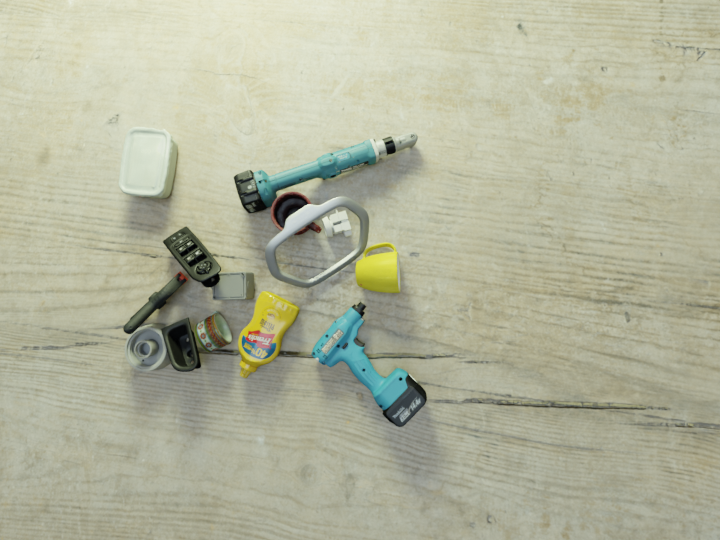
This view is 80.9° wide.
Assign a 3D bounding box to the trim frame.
[{"bbox_3d":[-0.090,-0.059,0.922,0.249,0.029,0.175,-32,126,2],"label":"trim frame"}]

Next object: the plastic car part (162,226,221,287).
[{"bbox_3d":[-0.371,-0.022,0.944,0.065,0.064,0.215,-32,43,-25],"label":"plastic car part"}]

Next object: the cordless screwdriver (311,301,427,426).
[{"bbox_3d":[0.033,0.197,0.909,0.254,0.073,0.159,39,88,11],"label":"cordless screwdriver"}]

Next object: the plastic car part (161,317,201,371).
[{"bbox_3d":[-0.391,0.177,0.949,0.066,0.069,0.120,-24,69,-5],"label":"plastic car part"}]

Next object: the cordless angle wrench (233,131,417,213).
[{"bbox_3d":[-0.071,-0.237,0.960,0.423,0.097,0.075,-19,82,-1],"label":"cordless angle wrench"}]
